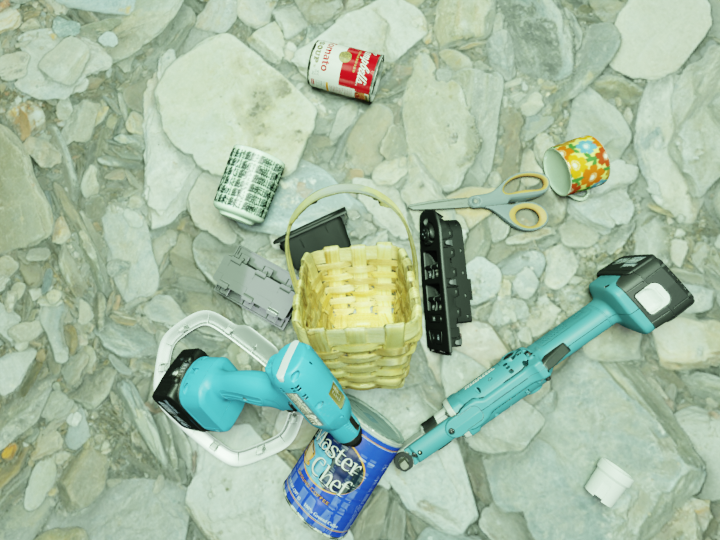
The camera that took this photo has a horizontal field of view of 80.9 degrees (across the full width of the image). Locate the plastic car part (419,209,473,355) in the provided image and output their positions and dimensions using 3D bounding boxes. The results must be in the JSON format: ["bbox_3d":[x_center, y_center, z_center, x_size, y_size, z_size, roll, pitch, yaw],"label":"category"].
[{"bbox_3d":[0.121,0.011,0.593,0.066,0.066,0.205,-7,83,-7],"label":"plastic car part"}]

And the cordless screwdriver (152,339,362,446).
[{"bbox_3d":[-0.126,0.162,0.522,0.258,0.075,0.152,-11,125,32],"label":"cordless screwdriver"}]

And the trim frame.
[{"bbox_3d":[-0.198,0.171,0.625,0.253,0.027,0.184,37,87,10],"label":"trim frame"}]

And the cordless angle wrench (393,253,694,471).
[{"bbox_3d":[0.216,0.135,0.563,0.424,0.096,0.075,-37,85,5],"label":"cordless angle wrench"}]

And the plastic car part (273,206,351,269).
[{"bbox_3d":[-0.061,-0.040,0.622,0.117,0.066,0.070,-27,99,5],"label":"plastic car part"}]
